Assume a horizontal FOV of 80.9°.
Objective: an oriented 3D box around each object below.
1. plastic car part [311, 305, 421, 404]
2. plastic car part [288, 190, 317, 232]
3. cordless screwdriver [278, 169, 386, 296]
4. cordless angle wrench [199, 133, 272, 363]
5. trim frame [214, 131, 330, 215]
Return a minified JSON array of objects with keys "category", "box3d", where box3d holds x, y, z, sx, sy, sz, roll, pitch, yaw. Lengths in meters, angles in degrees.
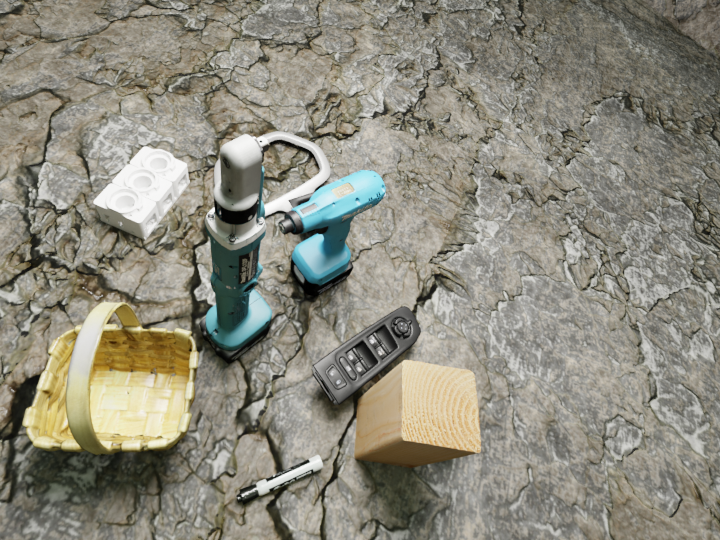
[{"category":"plastic car part","box3d":[0.014,0.130,0.666,0.199,0.066,0.068,-32,72,-26]},{"category":"plastic car part","box3d":[-0.072,-0.108,0.792,0.114,0.070,0.068,-22,68,-23]},{"category":"cordless screwdriver","box3d":[-0.063,-0.041,0.649,0.156,0.246,0.077,-29,73,-27]},{"category":"cordless angle wrench","box3d":[-0.147,0.002,0.504,0.096,0.419,0.076,-37,77,-30]},{"category":"trim frame","box3d":[-0.176,-0.195,0.850,0.244,0.027,0.190,-36,72,-27]}]
